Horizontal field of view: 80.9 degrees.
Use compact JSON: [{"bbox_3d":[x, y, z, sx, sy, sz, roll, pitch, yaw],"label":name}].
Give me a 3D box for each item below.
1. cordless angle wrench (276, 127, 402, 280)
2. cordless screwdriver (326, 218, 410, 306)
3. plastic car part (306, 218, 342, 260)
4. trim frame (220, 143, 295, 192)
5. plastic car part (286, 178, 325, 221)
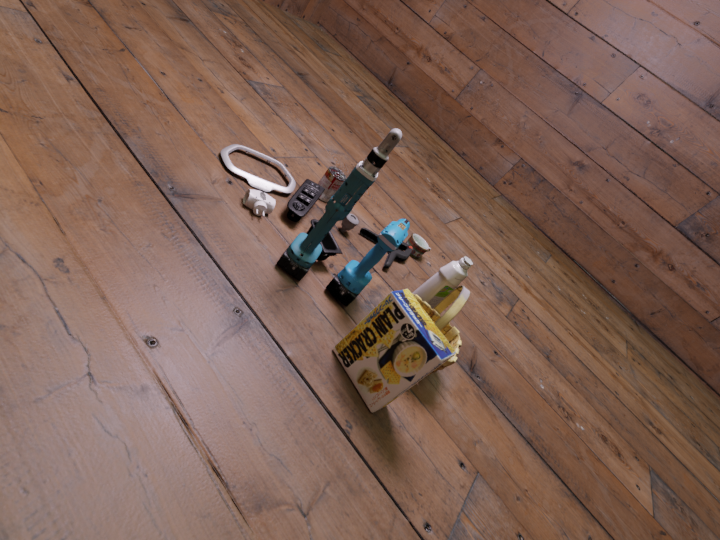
[{"bbox_3d":[-0.048,-0.144,0.952,0.074,0.426,0.098,38,31,-7],"label":"cordless angle wrench"},{"bbox_3d":[0.028,-0.029,1.052,0.075,0.250,0.157,43,31,1],"label":"cordless screwdriver"},{"bbox_3d":[-0.111,-0.073,1.136,0.063,0.071,0.122,5,45,-44],"label":"plastic car part"},{"bbox_3d":[-0.306,-0.306,1.278,0.237,0.028,0.192,19,36,-29],"label":"trim frame"},{"bbox_3d":[-0.171,-0.202,1.246,0.065,0.067,0.204,35,31,-9],"label":"plastic car part"}]
